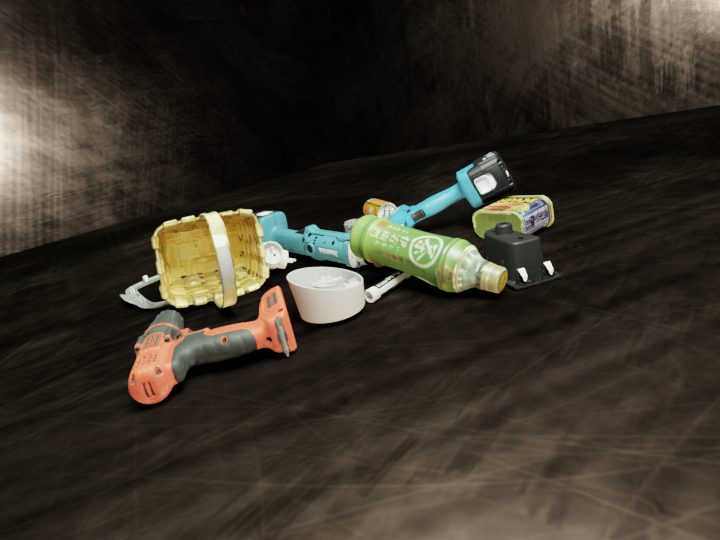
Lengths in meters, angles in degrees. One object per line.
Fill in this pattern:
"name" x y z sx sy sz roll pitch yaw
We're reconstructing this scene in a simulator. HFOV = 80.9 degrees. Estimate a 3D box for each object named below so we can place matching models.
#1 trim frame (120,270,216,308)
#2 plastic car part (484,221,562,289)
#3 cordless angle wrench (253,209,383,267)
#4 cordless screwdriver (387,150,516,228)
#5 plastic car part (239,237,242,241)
"trim frame" -0.387 0.027 0.859 0.179 0.027 0.262 -25 24 -31
"plastic car part" 0.201 -0.028 0.572 0.065 0.069 0.121 -14 20 -11
"cordless angle wrench" -0.080 -0.052 0.813 0.072 0.096 0.446 -25 26 -39
"cordless screwdriver" 0.160 -0.131 0.811 0.254 0.073 0.158 -26 11 26
"plastic car part" -0.269 -0.081 1.053 0.206 0.066 0.066 -7 10 9
